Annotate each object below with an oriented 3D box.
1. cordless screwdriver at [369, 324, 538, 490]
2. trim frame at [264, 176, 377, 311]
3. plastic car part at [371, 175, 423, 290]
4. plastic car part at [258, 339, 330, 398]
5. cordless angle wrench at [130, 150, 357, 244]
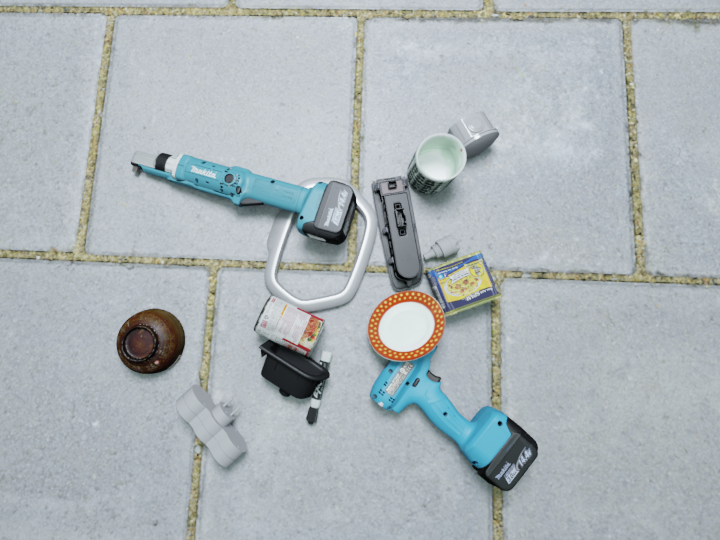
[{"bbox_3d":[0.158,0.210,0.679,0.254,0.073,0.159,35,85,10],"label":"cordless screwdriver"},{"bbox_3d":[-0.073,-0.048,0.749,0.186,0.027,0.249,18,85,4],"label":"trim frame"},{"bbox_3d":[0.071,-0.068,0.730,0.066,0.067,0.204,-8,85,-8],"label":"plastic car part"},{"bbox_3d":[-0.118,0.171,0.699,0.120,0.064,0.071,32,105,14],"label":"plastic car part"},{"bbox_3d":[-0.219,-0.149,0.739,0.433,0.072,0.098,17,83,13],"label":"cordless angle wrench"}]
